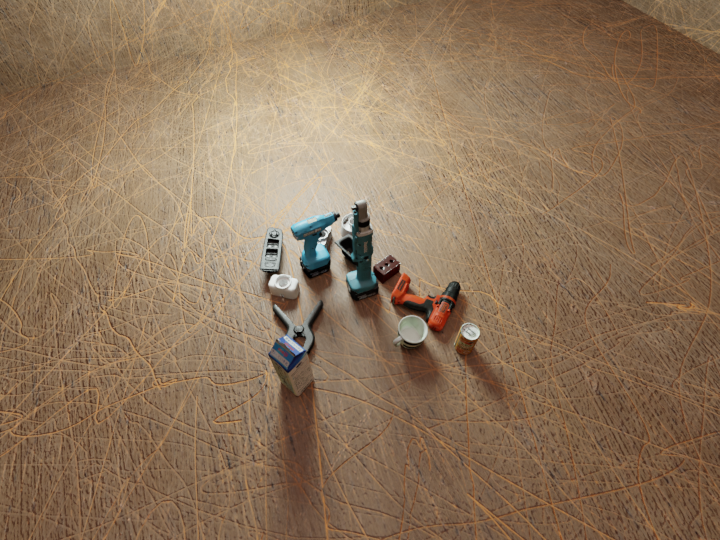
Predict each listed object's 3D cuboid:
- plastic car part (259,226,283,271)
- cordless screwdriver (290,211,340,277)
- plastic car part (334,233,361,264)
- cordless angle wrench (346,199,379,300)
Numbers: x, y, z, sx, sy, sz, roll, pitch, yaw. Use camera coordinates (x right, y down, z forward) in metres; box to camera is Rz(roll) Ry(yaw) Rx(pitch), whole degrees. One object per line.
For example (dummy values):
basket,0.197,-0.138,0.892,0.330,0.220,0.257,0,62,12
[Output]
plastic car part,-0.308,-0.067,1.493,0.067,0.065,0.209,-3,54,1
cordless screwdriver,-0.135,-0.088,1.382,0.157,0.240,0.078,-23,57,-14
plastic car part,-0.028,-0.059,1.456,0.065,0.068,0.122,-31,57,-18
cordless angle wrench,0.005,-0.055,1.239,0.097,0.408,0.078,-16,56,-10
